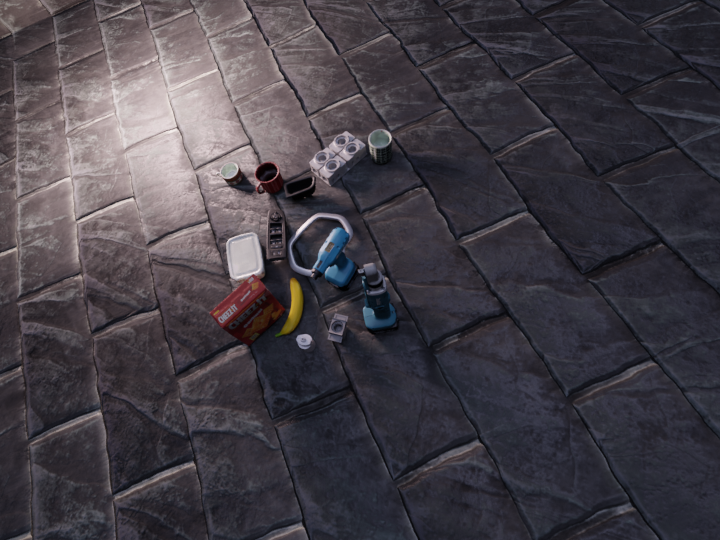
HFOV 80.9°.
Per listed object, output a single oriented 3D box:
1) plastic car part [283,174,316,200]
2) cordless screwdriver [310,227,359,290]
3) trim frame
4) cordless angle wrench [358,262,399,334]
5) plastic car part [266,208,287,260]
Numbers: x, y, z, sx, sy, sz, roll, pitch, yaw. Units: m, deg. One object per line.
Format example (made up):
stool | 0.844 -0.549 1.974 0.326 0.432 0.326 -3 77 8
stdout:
plastic car part | -0.205 -0.284 1.493 0.117 0.068 0.068 -16 65 3
cordless screwdriver | -0.077 -0.006 1.241 0.077 0.240 0.159 26 72 17
trim frame | -0.138 -0.090 1.412 0.192 0.026 0.247 37 77 24
cordless angle wrench | 0.043 0.073 1.086 0.098 0.407 0.077 -11 66 2
plastic car part | -0.279 -0.117 1.432 0.067 0.064 0.209 -10 64 5
